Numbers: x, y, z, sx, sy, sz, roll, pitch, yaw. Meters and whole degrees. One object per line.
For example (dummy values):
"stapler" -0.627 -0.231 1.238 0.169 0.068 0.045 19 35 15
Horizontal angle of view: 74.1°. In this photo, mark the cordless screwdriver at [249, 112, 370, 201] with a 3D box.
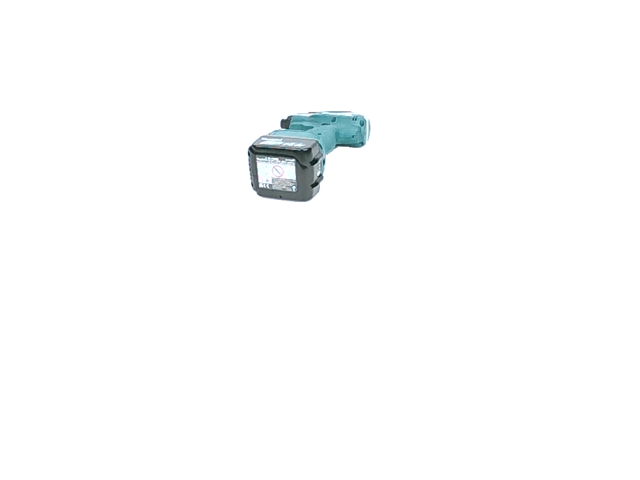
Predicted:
"cordless screwdriver" -0.032 -0.148 0.654 0.160 0.074 0.247 10 33 20
